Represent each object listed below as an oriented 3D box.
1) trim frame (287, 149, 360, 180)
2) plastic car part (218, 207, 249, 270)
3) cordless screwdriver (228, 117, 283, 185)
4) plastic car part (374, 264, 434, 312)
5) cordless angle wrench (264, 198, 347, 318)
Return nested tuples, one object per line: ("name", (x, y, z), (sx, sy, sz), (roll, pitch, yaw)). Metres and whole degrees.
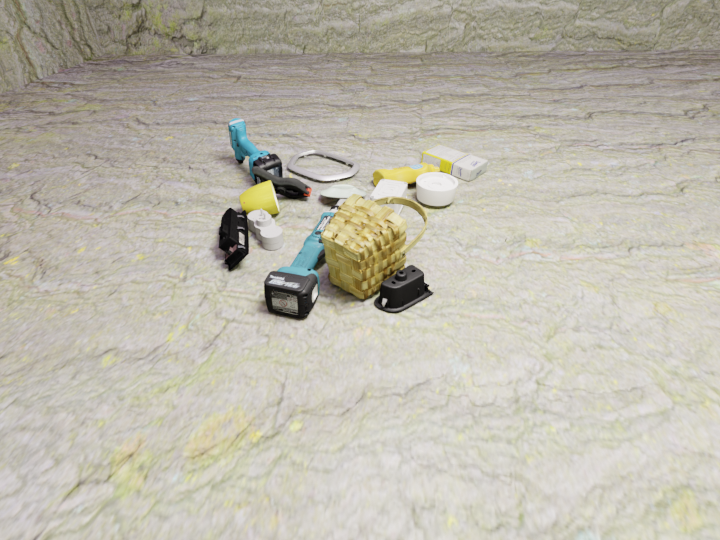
("trim frame", (-0.120, -0.337, 1.349), (0.262, 0.026, 0.181), (24, 47, 33))
("plastic car part", (-0.307, -0.089, 1.007), (0.064, 0.067, 0.211), (32, 23, -28))
("cordless screwdriver", (-0.332, -0.341, 1.306), (0.073, 0.155, 0.261), (-25, 58, -25))
("plastic car part", (0.084, 0.029, 0.833), (0.113, 0.069, 0.070), (-24, 42, -30))
("cordless angle wrench", (-0.094, -0.062, 0.965), (0.100, 0.072, 0.425), (8, 37, 12))
